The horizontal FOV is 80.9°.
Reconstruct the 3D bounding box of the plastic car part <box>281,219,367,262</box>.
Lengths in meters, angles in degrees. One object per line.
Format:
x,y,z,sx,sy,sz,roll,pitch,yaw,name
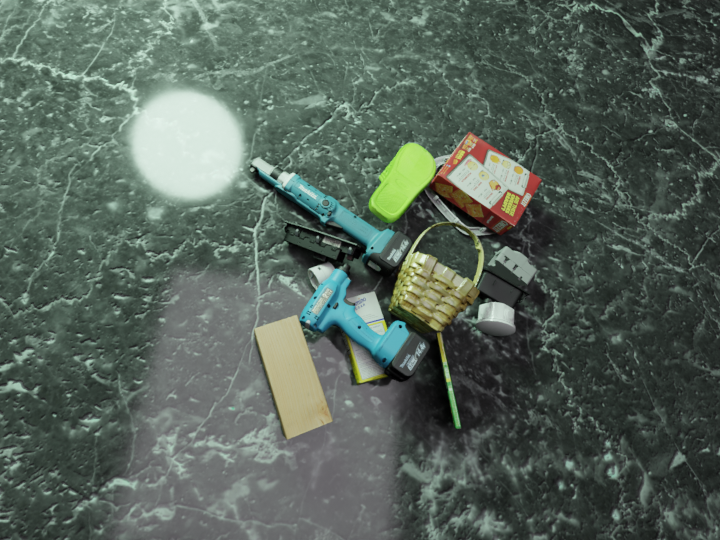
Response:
-0.091,-0.060,0.932,0.212,0.063,0.067,25,95,24,plastic car part

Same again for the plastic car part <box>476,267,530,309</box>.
0.307,0.055,0.960,0.118,0.065,0.071,30,68,6,plastic car part

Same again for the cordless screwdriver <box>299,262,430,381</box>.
0.019,0.100,0.853,0.254,0.073,0.159,30,67,11,cordless screwdriver

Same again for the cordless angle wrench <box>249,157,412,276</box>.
-0.083,-0.143,0.987,0.431,0.073,0.097,35,71,9,cordless angle wrench

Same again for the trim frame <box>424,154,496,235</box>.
0.271,-0.196,1.078,0.181,0.027,0.255,-34,75,-20,trim frame
